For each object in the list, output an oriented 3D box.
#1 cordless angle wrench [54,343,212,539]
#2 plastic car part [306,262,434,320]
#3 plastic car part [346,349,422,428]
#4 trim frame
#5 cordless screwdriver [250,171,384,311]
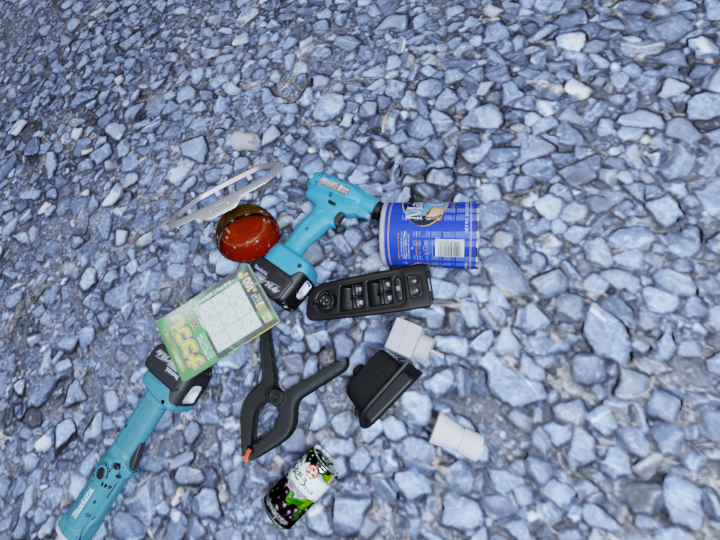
[{"bbox_3d":[-0.398,0.324,0.685,0.102,0.071,0.423,28,82,24],"label":"cordless angle wrench"},{"bbox_3d":[0.012,0.041,0.663,0.208,0.064,0.067,-10,75,18],"label":"plastic car part"},{"bbox_3d":[0.022,0.164,0.622,0.116,0.062,0.075,-44,50,1],"label":"plastic car part"},{"bbox_3d":[-0.249,-0.142,0.789,0.250,0.026,0.190,-24,26,5],"label":"trim frame"},{"bbox_3d":[-0.071,-0.046,0.723,0.166,0.071,0.249,26,75,24],"label":"cordless screwdriver"}]
